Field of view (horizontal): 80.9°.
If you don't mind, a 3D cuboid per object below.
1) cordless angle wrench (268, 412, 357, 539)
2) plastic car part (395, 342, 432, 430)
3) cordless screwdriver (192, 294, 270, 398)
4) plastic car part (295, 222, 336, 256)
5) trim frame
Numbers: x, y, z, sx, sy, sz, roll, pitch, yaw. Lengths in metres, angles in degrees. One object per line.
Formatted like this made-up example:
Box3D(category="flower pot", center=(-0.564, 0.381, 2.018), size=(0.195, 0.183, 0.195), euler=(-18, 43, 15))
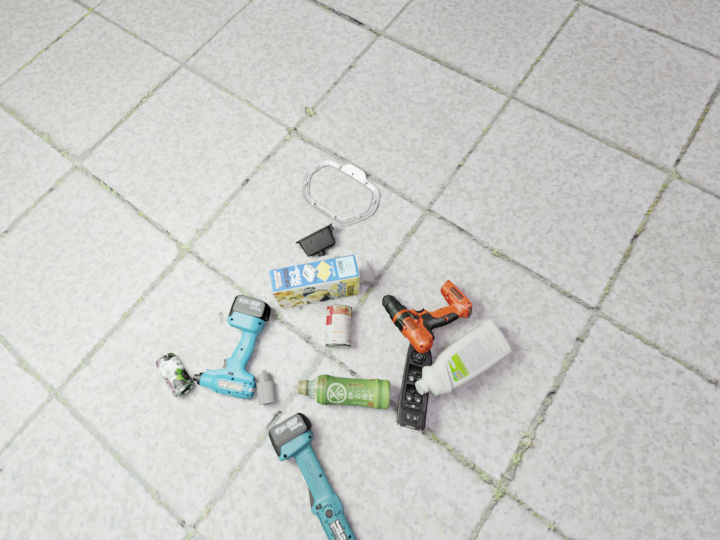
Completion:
Box3D(category="cordless angle wrench", center=(-0.071, 0.532, 0.938), size=(0.097, 0.072, 0.436), euler=(-29, 72, -8))
Box3D(category="plastic car part", center=(0.133, 0.276, 1.021), size=(0.068, 0.064, 0.206), euler=(7, 65, 11))
Box3D(category="cordless screwdriver", center=(-0.326, 0.189, 1.087), size=(0.161, 0.072, 0.252), euler=(9, 74, 6))
Box3D(category="plastic car part", center=(-0.116, -0.076, 1.185), size=(0.116, 0.066, 0.072), euler=(-31, 86, -5))
Box3D(category="trim frame", center=(-0.064, -0.238, 1.258), size=(0.257, 0.027, 0.183), euler=(34, 74, 17))
